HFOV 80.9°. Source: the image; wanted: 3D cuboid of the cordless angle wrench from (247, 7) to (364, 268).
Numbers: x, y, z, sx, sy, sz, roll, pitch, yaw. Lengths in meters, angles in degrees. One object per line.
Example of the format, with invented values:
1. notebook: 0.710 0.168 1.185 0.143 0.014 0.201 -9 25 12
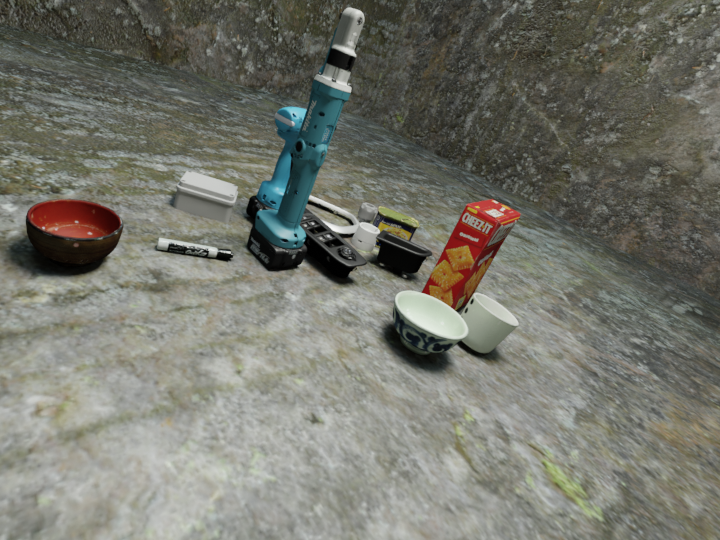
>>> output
1. cordless angle wrench: -0.083 -0.199 0.690 0.071 0.419 0.103 -5 37 -47

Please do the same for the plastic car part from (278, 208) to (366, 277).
1. plastic car part: -0.080 -0.052 0.818 0.213 0.066 0.063 36 28 29

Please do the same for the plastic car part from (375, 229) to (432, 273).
1. plastic car part: 0.082 -0.030 0.895 0.119 0.070 0.065 28 25 12

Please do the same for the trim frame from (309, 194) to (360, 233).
1. trim frame: -0.110 -0.147 1.032 0.248 0.027 0.186 21 25 -2

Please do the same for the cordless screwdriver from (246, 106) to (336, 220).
1. cordless screwdriver: -0.136 -0.208 0.873 0.078 0.247 0.153 35 27 24
